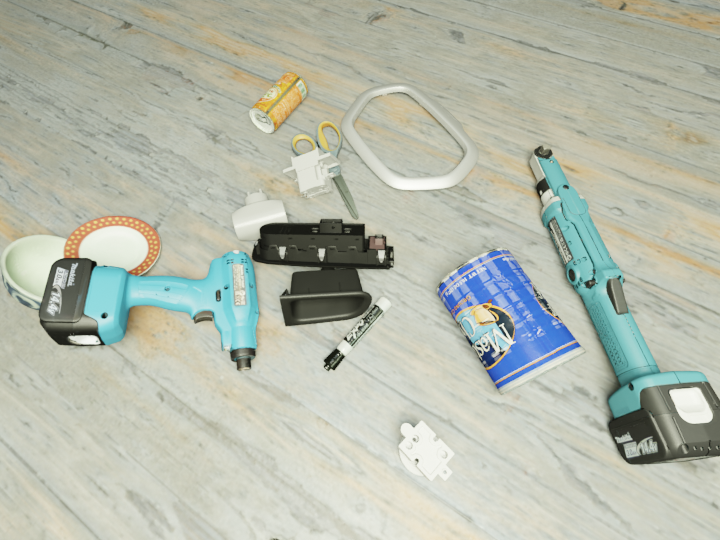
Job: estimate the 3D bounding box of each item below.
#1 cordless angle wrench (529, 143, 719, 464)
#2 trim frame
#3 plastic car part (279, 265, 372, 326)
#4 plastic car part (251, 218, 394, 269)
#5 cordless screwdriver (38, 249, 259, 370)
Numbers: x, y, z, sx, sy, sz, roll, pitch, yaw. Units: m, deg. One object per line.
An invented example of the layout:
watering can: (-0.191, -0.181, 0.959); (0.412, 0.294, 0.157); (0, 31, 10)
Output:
cordless angle wrench: (0.296, 0.004, 0.534); (0.074, 0.095, 0.437); (-7, 58, -2)
trim frame: (0.079, -0.226, 0.701); (0.182, 0.026, 0.260); (-31, 63, -10)
plastic car part: (-0.049, 0.026, 0.568); (0.116, 0.064, 0.074); (-7, 49, -4)
plastic car part: (-0.057, -0.037, 0.586); (0.206, 0.065, 0.068); (-2, 35, 9)
cordless screwdriver: (-0.252, 0.056, 0.531); (0.242, 0.074, 0.165); (-3, 61, -18)
